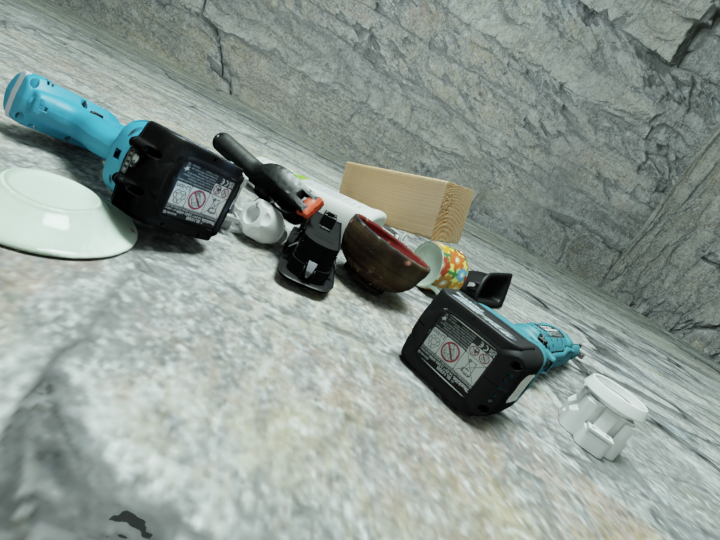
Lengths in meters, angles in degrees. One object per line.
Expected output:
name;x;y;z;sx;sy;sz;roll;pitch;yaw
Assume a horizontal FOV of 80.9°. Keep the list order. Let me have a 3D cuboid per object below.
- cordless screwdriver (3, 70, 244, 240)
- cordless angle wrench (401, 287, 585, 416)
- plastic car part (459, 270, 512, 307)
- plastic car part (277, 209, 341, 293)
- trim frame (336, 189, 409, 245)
cordless screwdriver;-0.220;-0.115;0.425;0.261;0.074;0.152;30;5;26
cordless angle wrench;0.199;0.090;0.502;0.103;0.074;0.400;41;18;35
plastic car part;0.203;0.024;0.738;0.110;0.065;0.075;7;11;-44
plastic car part;-0.048;-0.031;0.489;0.065;0.067;0.206;33;18;-11
trim frame;0.000;-0.120;0.891;0.260;0.027;0.176;38;20;26
